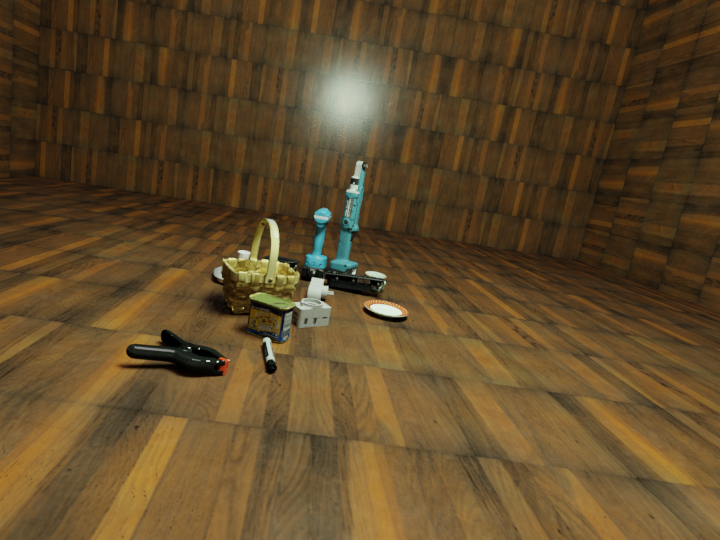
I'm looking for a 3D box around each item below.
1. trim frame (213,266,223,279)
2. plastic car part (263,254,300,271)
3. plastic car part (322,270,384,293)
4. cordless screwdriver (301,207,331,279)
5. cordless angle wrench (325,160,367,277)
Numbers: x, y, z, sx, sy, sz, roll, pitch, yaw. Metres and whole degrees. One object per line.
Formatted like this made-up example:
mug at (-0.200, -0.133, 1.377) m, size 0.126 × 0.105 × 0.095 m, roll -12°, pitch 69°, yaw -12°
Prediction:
trim frame at (-0.337, 0.025, 1.307) m, size 0.255 × 0.027 × 0.181 m, roll 12°, pitch 13°, yaw 13°
plastic car part at (-0.263, -0.008, 1.407) m, size 0.121 × 0.070 × 0.064 m, roll 15°, pitch 12°, yaw 23°
plastic car part at (-0.026, 0.037, 1.385) m, size 0.207 × 0.066 × 0.065 m, roll 12°, pitch 12°, yaw 10°
cordless screwdriver at (-0.143, -0.094, 1.464) m, size 0.075 × 0.246 × 0.160 m, roll 10°, pitch 11°, yaw 0°
cordless angle wrench at (-0.037, -0.166, 1.462) m, size 0.103 × 0.419 × 0.071 m, roll 16°, pitch 12°, yaw 27°
